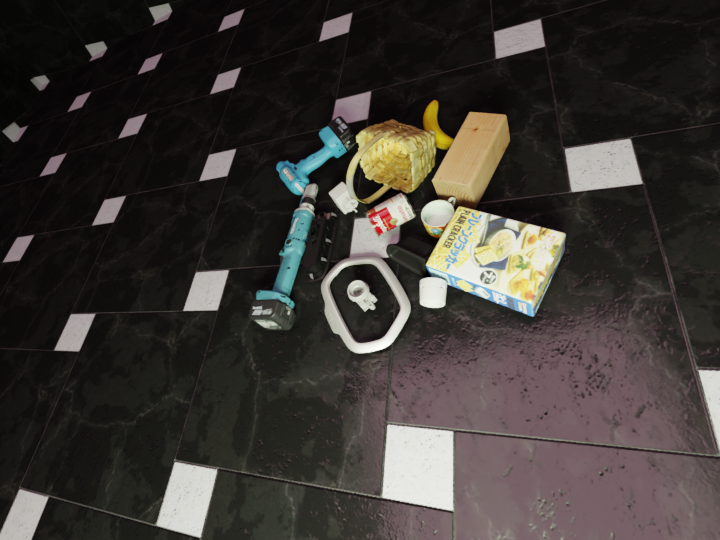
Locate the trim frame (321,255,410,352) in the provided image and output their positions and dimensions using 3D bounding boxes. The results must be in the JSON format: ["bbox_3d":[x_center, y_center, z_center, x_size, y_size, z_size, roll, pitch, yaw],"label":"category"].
[{"bbox_3d":[0.004,0.068,0.947,0.185,0.026,0.261,-33,54,4],"label":"trim frame"}]

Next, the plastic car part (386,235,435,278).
[{"bbox_3d":[0.120,-0.043,0.941,0.070,0.063,0.123,-38,47,-19],"label":"plastic car part"}]

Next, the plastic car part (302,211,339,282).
[{"bbox_3d":[-0.104,-0.068,1.062,0.068,0.063,0.207,-3,63,22],"label":"plastic car part"}]

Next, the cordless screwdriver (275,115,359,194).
[{"bbox_3d":[-0.135,-0.345,1.240,0.249,0.070,0.168,-41,52,4],"label":"cordless screwdriver"}]

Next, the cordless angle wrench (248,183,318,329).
[{"bbox_3d":[-0.171,-0.058,1.084,0.102,0.070,0.429,-7,55,31],"label":"cordless angle wrench"}]
